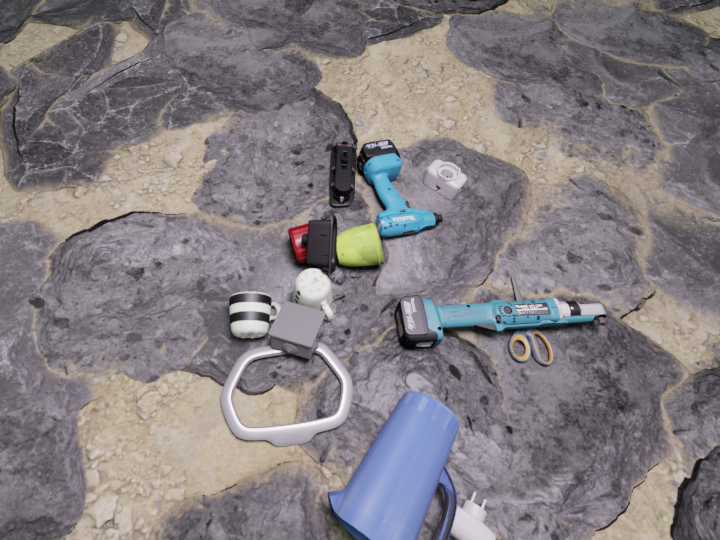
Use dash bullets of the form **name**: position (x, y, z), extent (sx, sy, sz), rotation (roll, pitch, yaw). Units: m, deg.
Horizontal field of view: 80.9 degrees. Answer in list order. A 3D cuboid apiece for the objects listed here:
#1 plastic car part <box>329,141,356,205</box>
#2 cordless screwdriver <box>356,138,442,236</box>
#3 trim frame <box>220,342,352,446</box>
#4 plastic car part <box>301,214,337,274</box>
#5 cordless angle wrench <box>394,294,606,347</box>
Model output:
- **plastic car part**: position (-0.041, -0.250, 1.057), extent (0.065, 0.066, 0.208), rotation (7, 63, -10)
- **cordless screwdriver**: position (0.090, -0.200, 1.027), extent (0.156, 0.073, 0.257), rotation (-10, 65, -14)
- **trim frame**: position (-0.138, 0.228, 0.797), extent (0.245, 0.027, 0.190), rotation (-6, 60, -9)
- **plastic car part**: position (-0.084, -0.055, 0.860), extent (0.072, 0.065, 0.116), rotation (0, 96, 8)
- **cordless angle wrench**: position (0.288, 0.092, 0.859), extent (0.421, 0.072, 0.101), rotation (-3, 62, -3)
